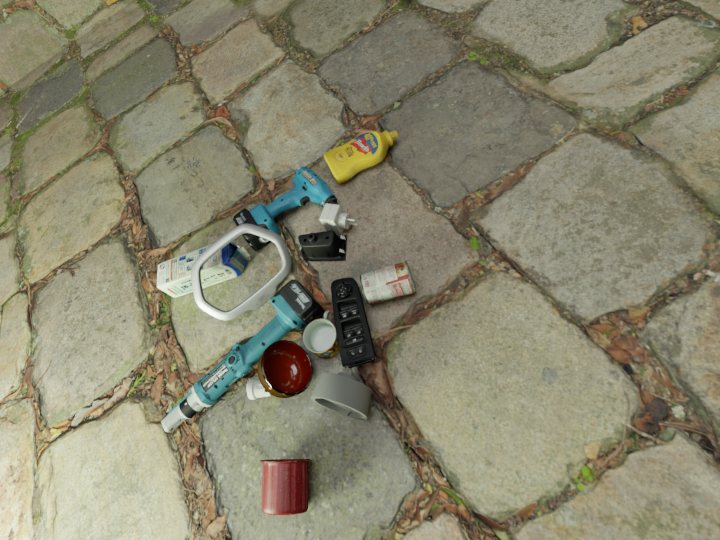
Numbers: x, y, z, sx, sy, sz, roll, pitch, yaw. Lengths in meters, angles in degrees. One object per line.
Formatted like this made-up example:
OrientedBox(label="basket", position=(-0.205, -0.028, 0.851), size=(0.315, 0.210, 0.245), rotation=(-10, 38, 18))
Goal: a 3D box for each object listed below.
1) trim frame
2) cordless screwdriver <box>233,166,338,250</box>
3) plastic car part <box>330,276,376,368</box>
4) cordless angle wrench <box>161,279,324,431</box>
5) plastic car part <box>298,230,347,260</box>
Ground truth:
OrientedBox(label="trim frame", position=(-0.279, 0.003, 0.989), size=(0.247, 0.027, 0.184), rotation=(-41, 89, -8))
OrientedBox(label="cordless screwdriver", position=(-0.185, -0.147, 1.065), size=(0.247, 0.071, 0.168), rotation=(-39, 57, -7))
OrientedBox(label="plastic car part", position=(-0.014, 0.103, 0.864), size=(0.067, 0.063, 0.211), rotation=(-25, 53, 14))
OrientedBox(label="cordless angle wrench", position=(-0.263, 0.196, 0.912), size=(0.422, 0.070, 0.103), rotation=(-43, 57, -2))
OrientedBox(label="plastic car part", position=(-0.096, -0.063, 0.986), size=(0.119, 0.067, 0.067), rotation=(-3, 62, 16))
